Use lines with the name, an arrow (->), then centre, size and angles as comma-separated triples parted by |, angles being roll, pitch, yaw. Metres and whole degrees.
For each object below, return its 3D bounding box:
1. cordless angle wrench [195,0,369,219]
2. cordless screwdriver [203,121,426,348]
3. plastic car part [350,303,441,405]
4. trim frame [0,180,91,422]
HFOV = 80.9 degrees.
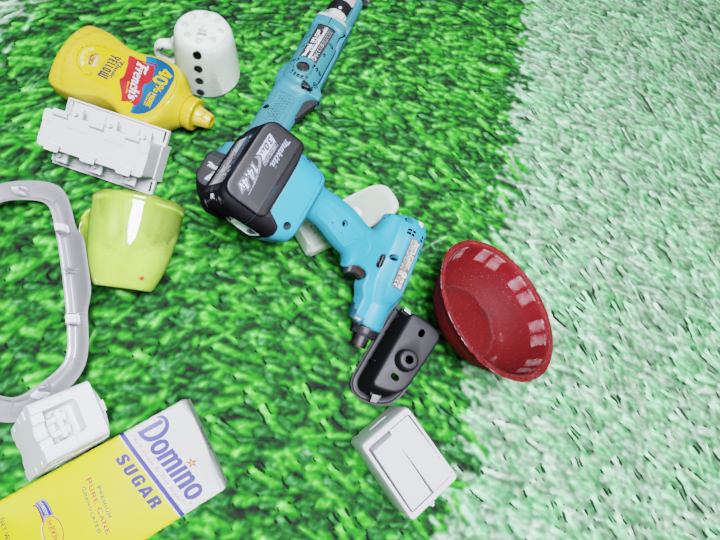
cordless angle wrench -> -0.079, -0.249, 0.562 | 0.098, 0.074, 0.426 | 23, 67, -3
cordless screwdriver -> -0.043, -0.028, 0.442 | 0.237, 0.078, 0.160 | 31, 76, -30
plastic car part -> 0.044, 0.093, 0.457 | 0.066, 0.071, 0.116 | 36, 66, 2
trim frame -> -0.352, 0.022, 0.422 | 0.185, 0.027, 0.255 | -18, 73, 2
